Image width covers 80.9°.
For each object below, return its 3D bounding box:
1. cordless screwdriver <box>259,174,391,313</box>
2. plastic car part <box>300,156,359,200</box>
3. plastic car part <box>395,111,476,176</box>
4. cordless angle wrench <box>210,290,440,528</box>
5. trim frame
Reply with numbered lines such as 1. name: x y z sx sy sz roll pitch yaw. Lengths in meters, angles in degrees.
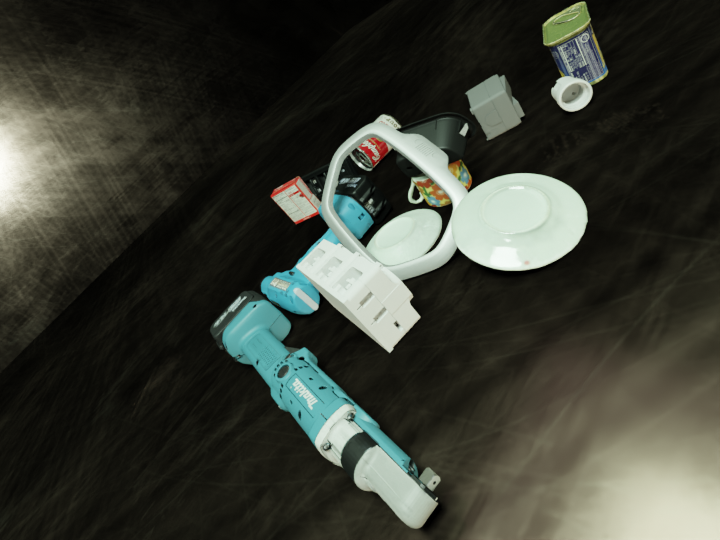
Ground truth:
1. cordless screwdriver: -0.069 -0.045 0.706 0.167 0.071 0.248 10 61 56
2. plastic car part: -0.082 -0.198 0.934 0.210 0.064 0.067 -15 27 39
3. plastic car part: 0.095 -0.167 0.587 0.122 0.062 0.072 -6 58 42
4. cordless angle wrench: -0.071 0.127 0.482 0.097 0.071 0.445 -49 32 -13
5. trim frame: 0.037 -0.098 0.576 0.184 0.026 0.262 -53 54 19
